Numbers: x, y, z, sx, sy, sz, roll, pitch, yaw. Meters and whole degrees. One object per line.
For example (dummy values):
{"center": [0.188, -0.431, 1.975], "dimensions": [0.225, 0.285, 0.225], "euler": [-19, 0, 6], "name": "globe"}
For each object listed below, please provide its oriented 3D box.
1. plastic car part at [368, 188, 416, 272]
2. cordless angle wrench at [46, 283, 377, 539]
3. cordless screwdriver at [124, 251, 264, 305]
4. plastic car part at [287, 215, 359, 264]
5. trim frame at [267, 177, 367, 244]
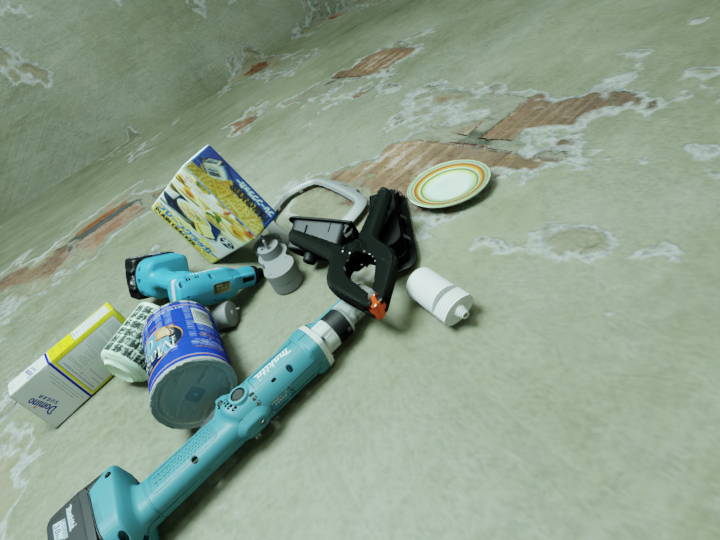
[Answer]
{"center": [0.044, -0.072, 0.649], "dimensions": [0.067, 0.064, 0.209], "euler": [-13, 41, 8], "name": "plastic car part"}
{"center": [-0.130, 0.156, 0.481], "dimensions": [0.418, 0.071, 0.104], "euler": [-41, 39, -21], "name": "cordless angle wrench"}
{"center": [-0.296, 0.011, 0.736], "dimensions": [0.262, 0.073, 0.153], "euler": [7, 17, 42], "name": "cordless screwdriver"}
{"center": [-0.066, -0.043, 0.674], "dimensions": [0.121, 0.063, 0.072], "euler": [5, 67, 23], "name": "plastic car part"}
{"center": [-0.092, -0.119, 0.815], "dimensions": [0.183, 0.026, 0.263], "euler": [-39, 36, -13], "name": "trim frame"}
